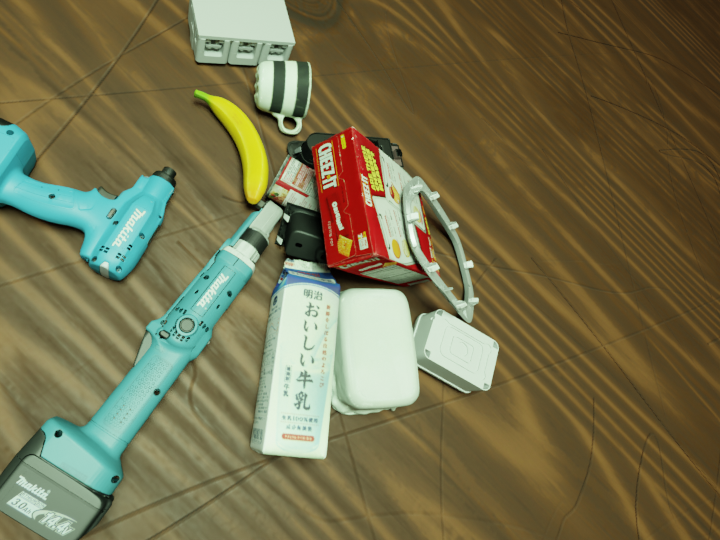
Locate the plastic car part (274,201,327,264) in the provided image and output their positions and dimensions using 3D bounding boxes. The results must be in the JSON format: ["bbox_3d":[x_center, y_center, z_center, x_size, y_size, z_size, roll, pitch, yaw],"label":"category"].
[{"bbox_3d":[-0.056,-0.036,0.570,0.115,0.065,0.072,17,27,-6],"label":"plastic car part"}]

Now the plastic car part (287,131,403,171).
[{"bbox_3d":[-0.014,-0.184,0.673,0.197,0.068,0.067,-4,80,-20],"label":"plastic car part"}]

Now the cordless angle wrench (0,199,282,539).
[{"bbox_3d":[-0.208,0.069,0.493,0.097,0.075,0.423,35,59,-8],"label":"cordless angle wrench"}]

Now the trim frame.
[{"bbox_3d":[0.122,-0.029,0.615,0.235,0.028,0.188,48,37,-38],"label":"trim frame"}]

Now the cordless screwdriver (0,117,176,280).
[{"bbox_3d":[-0.357,-0.109,0.503,0.242,0.075,0.161,28,62,-14],"label":"cordless screwdriver"}]
